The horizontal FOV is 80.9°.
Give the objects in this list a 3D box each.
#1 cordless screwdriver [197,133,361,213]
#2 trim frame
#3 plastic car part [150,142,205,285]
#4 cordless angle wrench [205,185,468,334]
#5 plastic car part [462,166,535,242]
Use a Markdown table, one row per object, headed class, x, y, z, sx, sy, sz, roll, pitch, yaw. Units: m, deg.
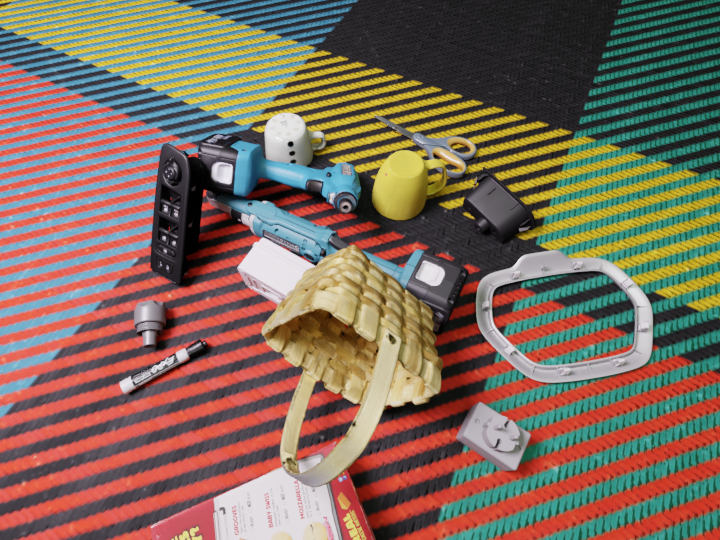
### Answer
| class | x | y | z | sx | sy | sz | roll | pitch | yaw |
| --- | --- | --- | --- | --- | --- | --- | --- | --- | --- |
| cordless screwdriver | -0.122 | -0.140 | 0.641 | 0.247 | 0.073 | 0.163 | 9 | 27 | -5 |
| trim frame | 0.287 | 0.058 | 0.595 | 0.248 | 0.027 | 0.190 | -10 | 61 | -1 |
| plastic car part | -0.262 | -0.083 | 0.620 | 0.070 | 0.199 | 0.065 | 27 | 30 | 27 |
| cordless angle wrench | -0.062 | -0.041 | 0.634 | 0.438 | 0.094 | 0.074 | 24 | 63 | 19 |
| plastic car part | 0.208 | -0.093 | 0.667 | 0.071 | 0.063 | 0.121 | -36 | 69 | -1 |
